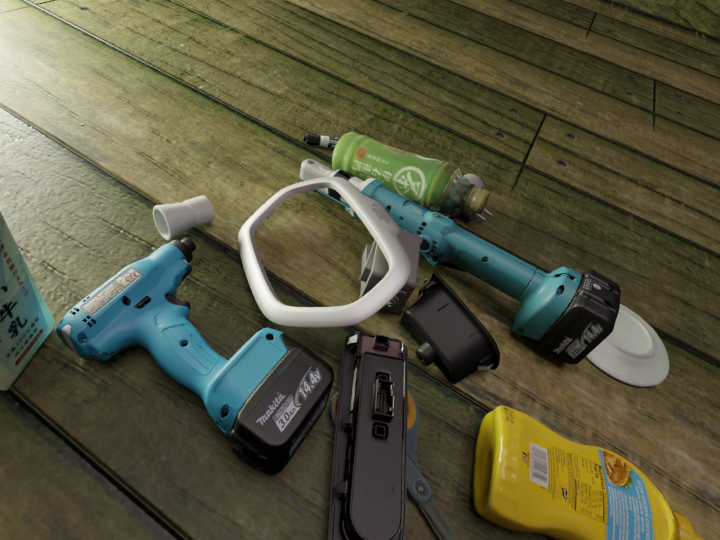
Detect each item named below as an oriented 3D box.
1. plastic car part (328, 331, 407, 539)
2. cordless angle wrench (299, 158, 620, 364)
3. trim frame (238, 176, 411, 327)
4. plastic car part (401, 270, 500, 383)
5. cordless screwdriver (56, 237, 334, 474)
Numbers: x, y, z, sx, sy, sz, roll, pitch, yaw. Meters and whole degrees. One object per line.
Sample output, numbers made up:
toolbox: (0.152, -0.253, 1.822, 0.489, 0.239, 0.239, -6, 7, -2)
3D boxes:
plastic car part: (0.015, 0.140, 0.366, 0.065, 0.066, 0.207, 14, 53, -9)
cordless angle wrench: (0.092, -0.044, 0.545, 0.438, 0.096, 0.073, 32, 46, 19)
trim frame: (-0.048, -0.032, 0.494, 0.183, 0.026, 0.262, -27, 46, -5)
plastic car part: (0.089, 0.072, 0.467, 0.070, 0.064, 0.121, -28, 64, -16)
cordless screwdriver: (-0.142, 0.062, 0.409, 0.256, 0.073, 0.158, 26, 49, 14)
